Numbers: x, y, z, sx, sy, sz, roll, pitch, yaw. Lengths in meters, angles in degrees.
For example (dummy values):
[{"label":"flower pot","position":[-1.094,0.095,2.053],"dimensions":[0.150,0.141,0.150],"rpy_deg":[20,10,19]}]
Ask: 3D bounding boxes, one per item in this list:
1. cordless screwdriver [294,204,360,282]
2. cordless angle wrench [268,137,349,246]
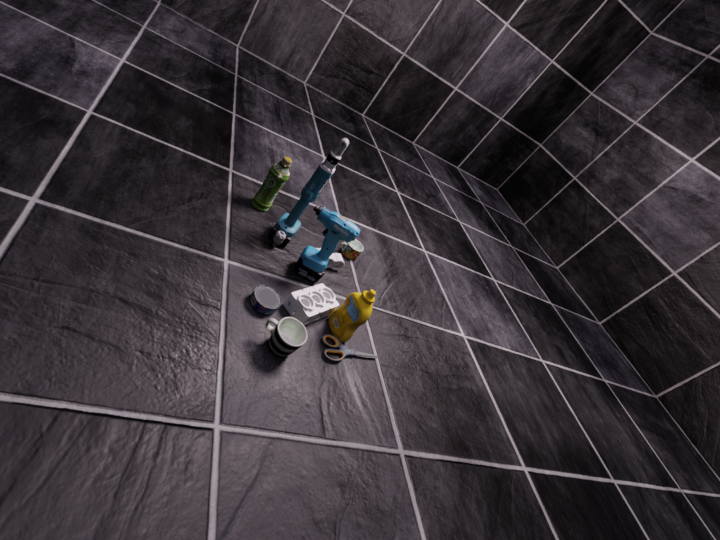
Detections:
[{"label":"cordless screwdriver","position":[-0.132,-0.086,1.349],"dimensions":[0.157,0.250,0.075],"rpy_deg":[35,32,-9]},{"label":"cordless angle wrench","position":[-0.162,-0.253,1.370],"dimensions":[0.074,0.425,0.098],"rpy_deg":[37,31,-7]}]
